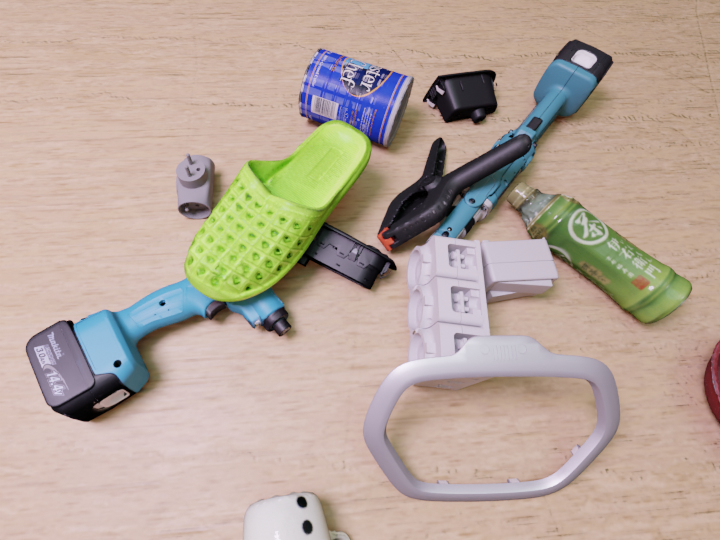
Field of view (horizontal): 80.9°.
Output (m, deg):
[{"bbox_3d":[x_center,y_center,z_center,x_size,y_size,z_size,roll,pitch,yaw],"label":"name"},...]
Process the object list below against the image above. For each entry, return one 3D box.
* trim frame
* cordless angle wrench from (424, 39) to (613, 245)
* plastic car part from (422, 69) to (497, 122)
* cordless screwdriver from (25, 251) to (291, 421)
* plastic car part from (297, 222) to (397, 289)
[{"bbox_3d":[0.126,0.148,0.406,0.248,0.180,0.028,0,19,-1],"label":"trim frame"},{"bbox_3d":[0.215,-0.167,0.601,0.076,0.096,0.421,37,72,12],"label":"cordless angle wrench"},{"bbox_3d":[0.170,-0.267,0.665,0.115,0.066,0.072,-10,80,-12],"label":"plastic car part"},{"bbox_3d":[-0.210,0.069,0.469,0.245,0.073,0.165,-37,71,-23],"label":"cordless screwdriver"},{"bbox_3d":[-0.052,-0.034,0.532,0.207,0.065,0.067,24,74,9],"label":"plastic car part"}]
